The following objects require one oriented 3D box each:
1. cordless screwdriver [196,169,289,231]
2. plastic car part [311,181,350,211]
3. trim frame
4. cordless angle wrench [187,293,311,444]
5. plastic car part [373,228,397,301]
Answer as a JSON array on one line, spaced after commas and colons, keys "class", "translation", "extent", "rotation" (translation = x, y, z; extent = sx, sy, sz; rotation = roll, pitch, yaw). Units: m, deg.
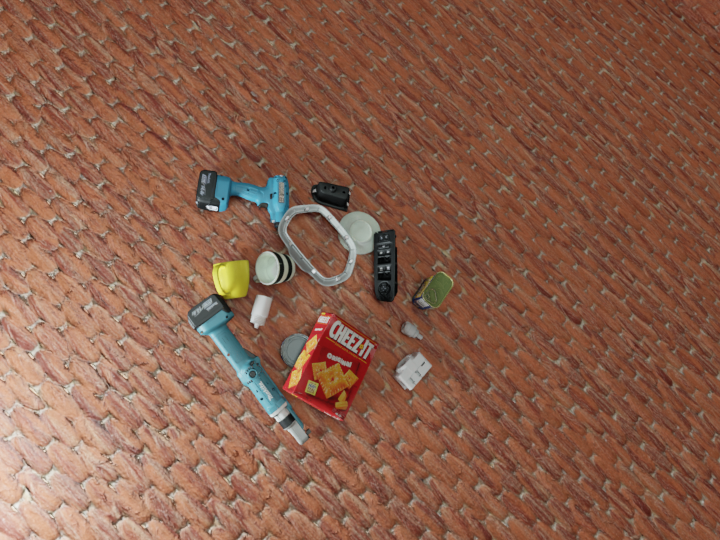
[{"class": "cordless screwdriver", "translation": [-0.315, -0.186, 1.142], "extent": [0.242, 0.075, 0.162], "rotation": [2, 75, -16]}, {"class": "plastic car part", "translation": [-0.079, -0.221, 1.203], "extent": [0.114, 0.072, 0.067], "rotation": [14, 72, -13]}, {"class": "trim frame", "translation": [-0.112, -0.074, 1.149], "extent": [0.182, 0.028, 0.247], "rotation": [-41, 93, -26]}, {"class": "cordless angle wrench", "translation": [-0.265, 0.249, 1.034], "extent": [0.097, 0.075, 0.425], "rotation": [-37, 87, -19]}, {"class": "plastic car part", "translation": [0.074, -0.009, 1.183], "extent": [0.069, 0.063, 0.206], "rotation": [-6, 70, 24]}]
